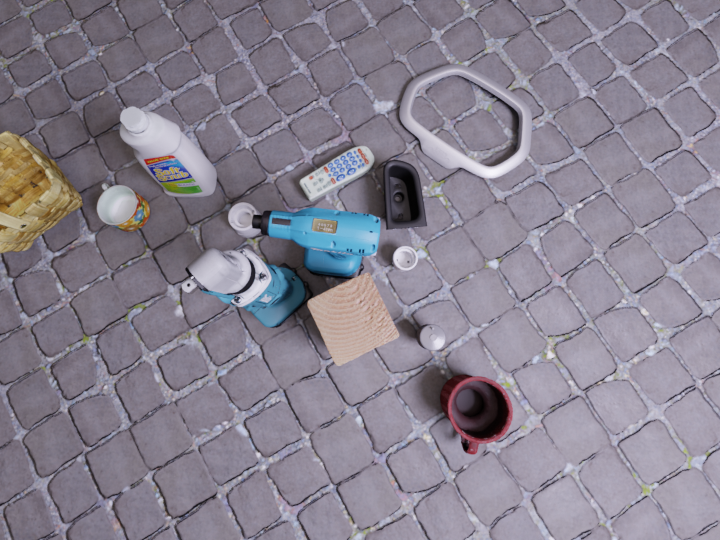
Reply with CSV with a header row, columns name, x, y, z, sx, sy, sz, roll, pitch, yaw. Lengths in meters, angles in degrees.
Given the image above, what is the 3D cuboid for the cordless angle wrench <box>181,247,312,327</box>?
name,x,y,z,sx,sy,sz,roll,pitch,yaw
cordless angle wrench,-0.126,0.020,0.529,0.098,0.419,0.075,-42,86,-7

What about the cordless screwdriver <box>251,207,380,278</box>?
name,x,y,z,sx,sy,sz,roll,pitch,yaw
cordless screwdriver,-0.061,-0.040,0.624,0.160,0.246,0.075,8,83,0

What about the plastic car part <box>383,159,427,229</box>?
name,x,y,z,sx,sy,sz,roll,pitch,yaw
plastic car part,0.069,-0.123,0.721,0.066,0.070,0.118,-5,80,-1

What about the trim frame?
name,x,y,z,sx,sy,sz,roll,pitch,yaw
trim frame,0.190,-0.271,0.764,0.253,0.027,0.184,37,83,8
